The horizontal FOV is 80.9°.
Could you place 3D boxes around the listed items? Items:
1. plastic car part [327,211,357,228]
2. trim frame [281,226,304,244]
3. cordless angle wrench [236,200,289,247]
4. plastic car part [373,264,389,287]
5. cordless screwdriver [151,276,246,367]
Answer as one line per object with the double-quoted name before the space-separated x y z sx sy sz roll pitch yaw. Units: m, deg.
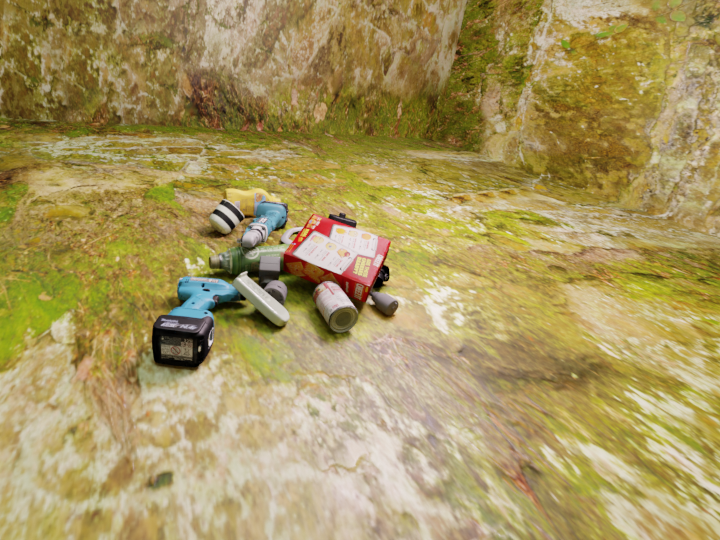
"plastic car part" -0.058 -0.145 1.331 0.115 0.070 0.067 18 14 -6
"trim frame" -0.123 -0.081 1.260 0.262 0.027 0.178 23 31 33
"cordless angle wrench" -0.272 -0.127 1.185 0.098 0.073 0.430 6 17 -4
"plastic car part" -0.024 0.003 1.070 0.203 0.065 0.068 7 32 0
"cordless screwdriver" -0.302 0.085 0.830 0.157 0.073 0.256 4 22 -8
